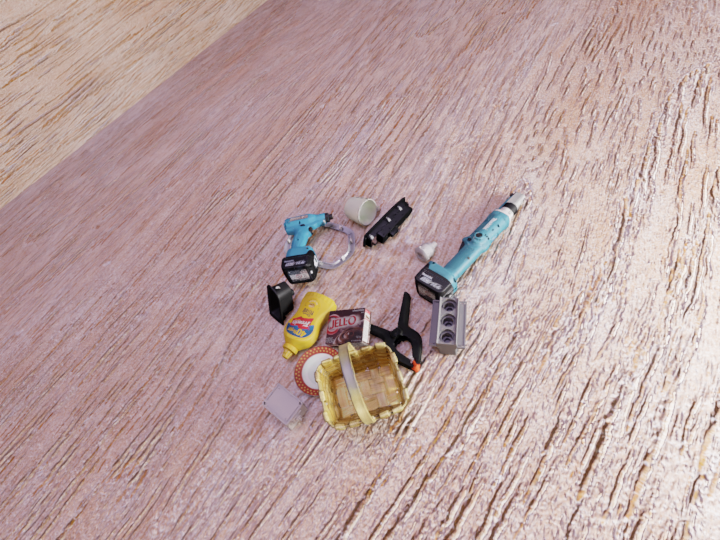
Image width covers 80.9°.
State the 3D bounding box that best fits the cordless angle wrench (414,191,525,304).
[{"bbox_3d":[0.312,-0.076,1.125,0.419,0.071,0.103,-43,52,-19],"label":"cordless angle wrench"}]

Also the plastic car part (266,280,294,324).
[{"bbox_3d":[-0.215,0.080,1.175,0.069,0.113,0.070,-27,44,-37],"label":"plastic car part"}]

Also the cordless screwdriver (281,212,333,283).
[{"bbox_3d":[-0.157,-0.081,1.274,0.162,0.071,0.257,-13,46,10],"label":"cordless screwdriver"}]

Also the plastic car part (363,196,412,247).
[{"bbox_3d":[0.089,-0.142,1.265,0.070,0.064,0.202,29,66,24],"label":"plastic car part"}]

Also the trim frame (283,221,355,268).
[{"bbox_3d":[-0.129,-0.085,1.323,0.261,0.026,0.184,19,62,30],"label":"trim frame"}]
